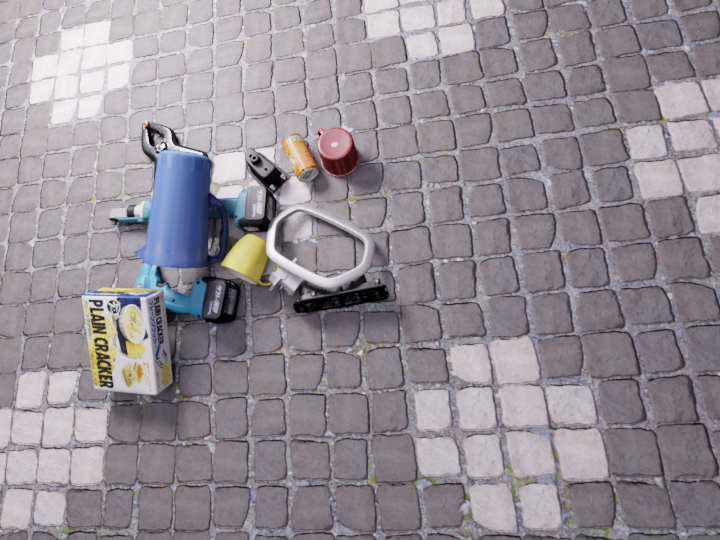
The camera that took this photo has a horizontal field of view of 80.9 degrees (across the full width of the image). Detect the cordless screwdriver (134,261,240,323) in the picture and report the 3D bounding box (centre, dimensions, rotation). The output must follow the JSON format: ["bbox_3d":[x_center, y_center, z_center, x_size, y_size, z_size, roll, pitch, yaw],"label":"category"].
[{"bbox_3d":[-0.400,0.042,0.954,0.255,0.071,0.161,0,76,14],"label":"cordless screwdriver"}]

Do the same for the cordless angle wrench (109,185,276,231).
[{"bbox_3d":[-0.413,-0.141,1.006,0.432,0.072,0.099,0,77,13],"label":"cordless angle wrench"}]

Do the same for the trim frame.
[{"bbox_3d":[-0.089,-0.058,0.912,0.258,0.026,0.184,25,63,19],"label":"trim frame"}]

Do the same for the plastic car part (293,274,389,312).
[{"bbox_3d":[-0.048,0.044,0.889,0.205,0.063,0.069,-15,65,6],"label":"plastic car part"}]

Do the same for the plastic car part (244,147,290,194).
[{"bbox_3d":[-0.234,-0.245,0.996,0.120,0.069,0.066,43,85,13],"label":"plastic car part"}]
